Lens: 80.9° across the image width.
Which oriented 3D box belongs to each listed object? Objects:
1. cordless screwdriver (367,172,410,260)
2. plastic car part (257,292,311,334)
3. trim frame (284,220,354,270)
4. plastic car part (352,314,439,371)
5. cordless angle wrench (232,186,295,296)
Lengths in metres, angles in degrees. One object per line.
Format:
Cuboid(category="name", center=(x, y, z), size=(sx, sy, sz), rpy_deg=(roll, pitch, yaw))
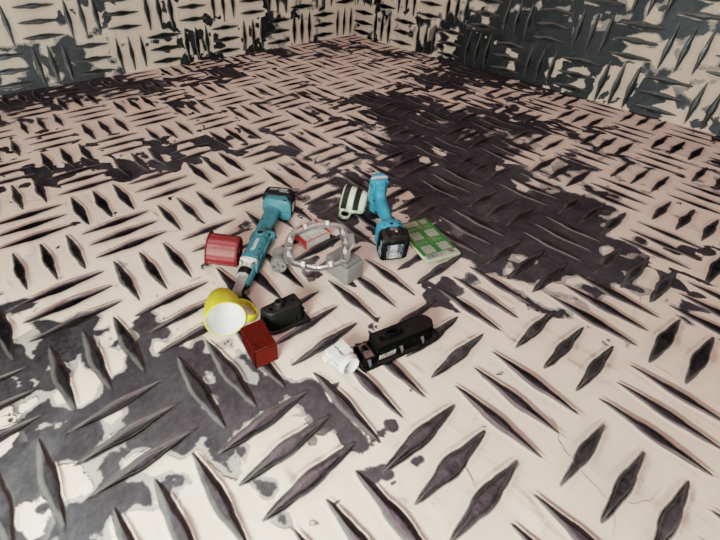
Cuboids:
Cuboid(category="cordless screwdriver", center=(0.066, -0.138, 1.199), size=(0.073, 0.155, 0.258), rpy_deg=(-6, 56, -9))
Cuboid(category="plastic car part", center=(-0.175, 0.091, 0.948), size=(0.113, 0.069, 0.070), rpy_deg=(-20, 44, -29))
Cuboid(category="trim frame", center=(-0.108, -0.071, 1.104), size=(0.184, 0.027, 0.256), rpy_deg=(-5, 32, 0))
Cuboid(category="plastic car part", center=(0.079, 0.142, 0.905), size=(0.197, 0.065, 0.070), rpy_deg=(-15, 36, -23))
Cuboid(category="cordless angle wrench", center=(-0.270, -0.086, 1.159), size=(0.099, 0.072, 0.431), rpy_deg=(6, 42, 4))
